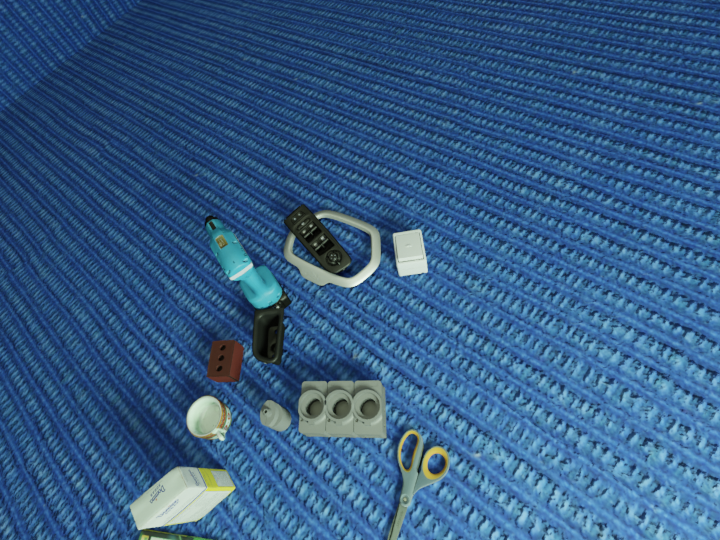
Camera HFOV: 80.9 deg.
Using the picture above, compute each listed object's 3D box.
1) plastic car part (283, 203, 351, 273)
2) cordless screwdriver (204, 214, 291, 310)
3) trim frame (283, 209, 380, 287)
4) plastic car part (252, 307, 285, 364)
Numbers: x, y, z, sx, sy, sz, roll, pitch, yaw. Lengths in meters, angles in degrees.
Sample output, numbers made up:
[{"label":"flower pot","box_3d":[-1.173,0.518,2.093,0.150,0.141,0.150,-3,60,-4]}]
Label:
[{"label":"plastic car part","box_3d":[-0.095,-0.062,0.972,0.066,0.064,0.214,-38,57,-8]},{"label":"cordless screwdriver","box_3d":[-0.238,-0.004,0.877,0.074,0.237,0.167,-35,59,-8]},{"label":"trim frame","box_3d":[-0.067,-0.053,0.981,0.260,0.026,0.184,23,69,27]},{"label":"plastic car part","box_3d":[-0.183,0.145,0.875,0.067,0.068,0.120,-9,59,10]}]
